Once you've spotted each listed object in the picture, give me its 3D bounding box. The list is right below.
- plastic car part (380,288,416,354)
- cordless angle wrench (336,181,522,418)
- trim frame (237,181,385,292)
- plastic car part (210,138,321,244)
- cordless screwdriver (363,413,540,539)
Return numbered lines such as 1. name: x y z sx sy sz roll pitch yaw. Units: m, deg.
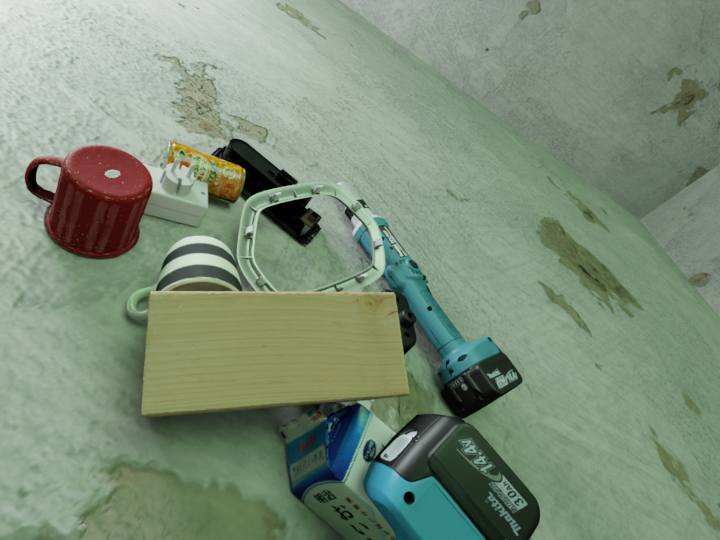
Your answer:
1. plastic car part: 0.042 0.073 0.561 0.063 0.071 0.121 17 38 -28
2. cordless angle wrench: 0.069 0.009 0.661 0.093 0.074 0.442 -3 50 -45
3. trim frame: -0.057 -0.037 0.581 0.239 0.028 0.186 -18 80 -42
4. plastic car part: -0.138 -0.127 0.633 0.203 0.067 0.066 37 42 1
5. cordless screwdriver: -0.007 0.202 0.285 0.161 0.074 0.246 43 68 6
